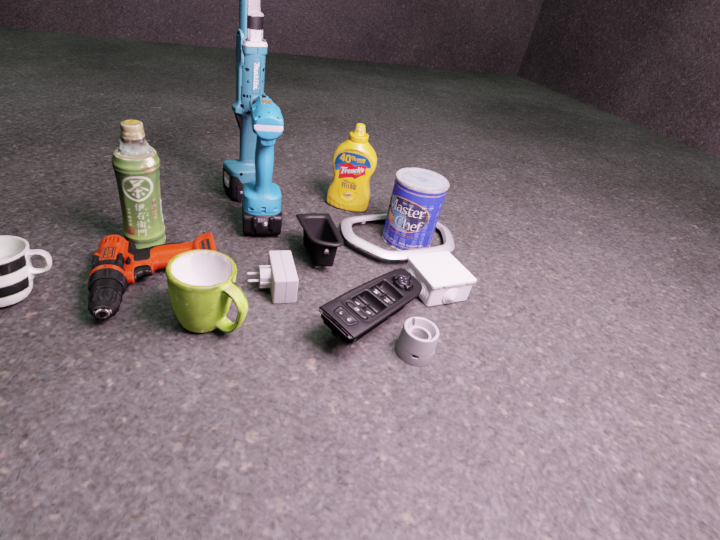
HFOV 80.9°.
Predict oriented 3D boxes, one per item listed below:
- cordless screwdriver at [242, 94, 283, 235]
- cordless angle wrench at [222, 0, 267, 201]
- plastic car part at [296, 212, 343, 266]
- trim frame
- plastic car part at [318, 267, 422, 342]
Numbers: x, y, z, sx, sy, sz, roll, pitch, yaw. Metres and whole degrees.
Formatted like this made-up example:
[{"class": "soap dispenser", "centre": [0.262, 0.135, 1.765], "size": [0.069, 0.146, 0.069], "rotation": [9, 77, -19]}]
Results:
[{"class": "cordless screwdriver", "centre": [-0.186, -0.199, 0.803], "size": [0.073, 0.243, 0.166], "rotation": [0, 35, -17]}, {"class": "cordless angle wrench", "centre": [-0.224, -0.344, 0.853], "size": [0.094, 0.414, 0.079], "rotation": [-14, 41, -33]}, {"class": "plastic car part", "centre": [-0.075, -0.049, 0.763], "size": [0.064, 0.069, 0.122], "rotation": [-4, 37, -20]}, {"class": "trim frame", "centre": [0.078, -0.076, 0.871], "size": [0.241, 0.027, 0.194], "rotation": [-10, 39, -24]}, {"class": "plastic car part", "centre": [0.023, 0.056, 0.637], "size": [0.070, 0.065, 0.197], "rotation": [32, 41, 28]}]
